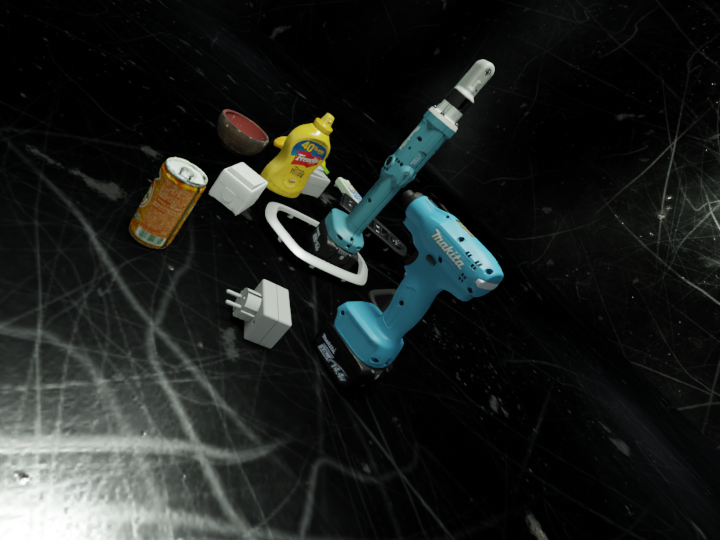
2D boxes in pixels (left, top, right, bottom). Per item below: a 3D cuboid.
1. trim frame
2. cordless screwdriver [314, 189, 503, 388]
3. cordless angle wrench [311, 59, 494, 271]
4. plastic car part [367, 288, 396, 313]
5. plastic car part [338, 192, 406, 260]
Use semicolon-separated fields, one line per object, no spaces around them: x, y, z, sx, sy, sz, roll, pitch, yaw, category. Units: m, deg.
-0.078;-0.051;0.797;0.235;0.028;0.193;22;28;-36;trim frame
0.038;0.027;0.545;0.070;0.250;0.167;12;37;-50;cordless screwdriver
0.067;-0.175;0.733;0.071;0.425;0.102;29;27;-28;cordless angle wrench
0.028;0.074;0.675;0.111;0.071;0.069;2;44;-56;plastic car part
0.021;-0.086;0.961;0.198;0.067;0.067;35;24;-13;plastic car part
